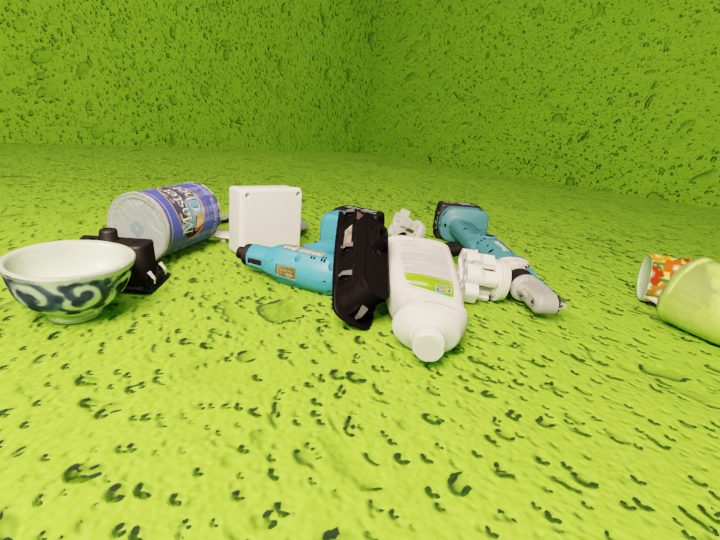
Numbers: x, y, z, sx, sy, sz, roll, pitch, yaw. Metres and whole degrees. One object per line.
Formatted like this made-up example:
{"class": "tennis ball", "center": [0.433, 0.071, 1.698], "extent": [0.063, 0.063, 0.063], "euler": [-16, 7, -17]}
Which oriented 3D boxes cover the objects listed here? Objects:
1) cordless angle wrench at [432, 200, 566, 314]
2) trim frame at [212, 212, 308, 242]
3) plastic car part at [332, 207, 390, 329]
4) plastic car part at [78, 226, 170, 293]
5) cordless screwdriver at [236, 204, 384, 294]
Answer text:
{"class": "cordless angle wrench", "center": [0.213, -0.034, 0.712], "extent": [0.097, 0.073, 0.432], "euler": [4, 21, -5]}
{"class": "trim frame", "center": [-0.215, -0.089, 0.824], "extent": [0.194, 0.027, 0.240], "euler": [18, 25, 31]}
{"class": "plastic car part", "center": [0.007, -0.014, 0.521], "extent": [0.068, 0.063, 0.207], "euler": [-32, 31, 29]}
{"class": "plastic car part", "center": [-0.305, -0.017, 0.526], "extent": [0.116, 0.070, 0.067], "euler": [8, 16, -2]}
{"class": "cordless screwdriver", "center": [-0.064, -0.042, 0.659], "extent": [0.165, 0.073, 0.244], "euler": [12, 24, 20]}
